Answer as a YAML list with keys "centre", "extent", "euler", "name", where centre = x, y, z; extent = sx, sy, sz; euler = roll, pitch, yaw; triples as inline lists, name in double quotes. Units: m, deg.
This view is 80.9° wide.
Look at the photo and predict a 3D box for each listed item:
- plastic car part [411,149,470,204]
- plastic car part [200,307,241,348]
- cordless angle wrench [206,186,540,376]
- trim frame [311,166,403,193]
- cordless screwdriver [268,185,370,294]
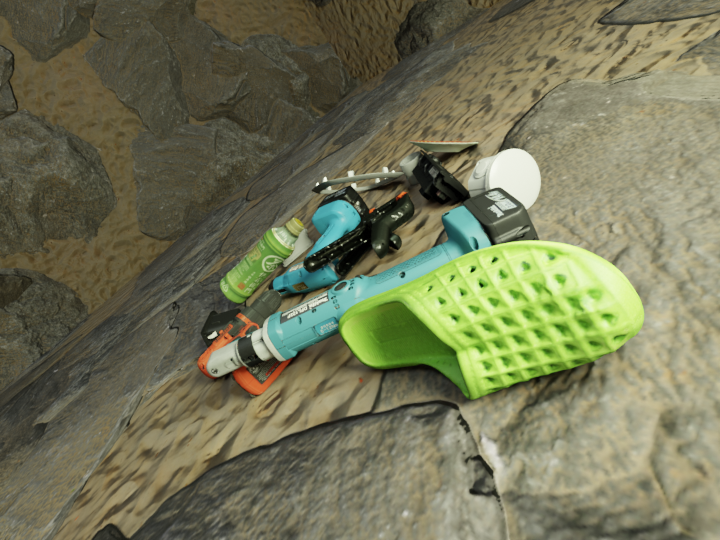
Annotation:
- centre: [0.132, -0.163, 0.748]
  extent: [0.067, 0.065, 0.208]
  euler: [-56, 16, 25]
  name: "plastic car part"
- centre: [-0.246, 0.104, 0.794]
  extent: [0.071, 0.064, 0.119]
  euler: [-20, 21, 3]
  name: "plastic car part"
- centre: [-0.010, 0.038, 0.508]
  extent: [0.428, 0.072, 0.100]
  euler: [-26, 24, 12]
  name: "cordless angle wrench"
- centre: [-0.009, -0.190, 0.909]
  extent: [0.181, 0.027, 0.254]
  euler: [-7, 3, -14]
  name: "trim frame"
- centre: [-0.080, -0.053, 0.823]
  extent: [0.164, 0.071, 0.251]
  euler: [-19, 33, 36]
  name: "cordless screwdriver"
